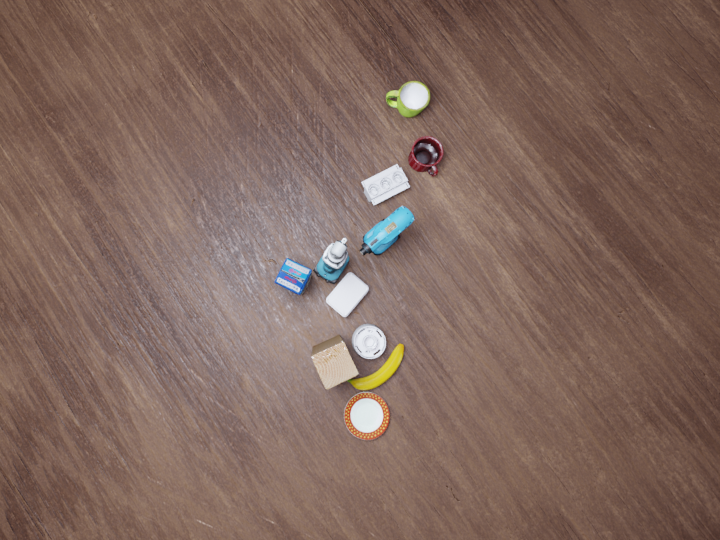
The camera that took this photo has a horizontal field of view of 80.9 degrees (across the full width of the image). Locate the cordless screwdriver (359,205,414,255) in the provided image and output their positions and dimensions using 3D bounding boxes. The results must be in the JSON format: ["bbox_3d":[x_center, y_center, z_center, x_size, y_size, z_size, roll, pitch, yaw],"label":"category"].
[{"bbox_3d":[0.051,-0.087,1.151,0.158,0.248,0.075,-41,90,-7],"label":"cordless screwdriver"}]

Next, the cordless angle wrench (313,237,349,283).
[{"bbox_3d":[-0.066,-0.027,1.055,0.074,0.422,0.098,33,83,-3],"label":"cordless angle wrench"}]
